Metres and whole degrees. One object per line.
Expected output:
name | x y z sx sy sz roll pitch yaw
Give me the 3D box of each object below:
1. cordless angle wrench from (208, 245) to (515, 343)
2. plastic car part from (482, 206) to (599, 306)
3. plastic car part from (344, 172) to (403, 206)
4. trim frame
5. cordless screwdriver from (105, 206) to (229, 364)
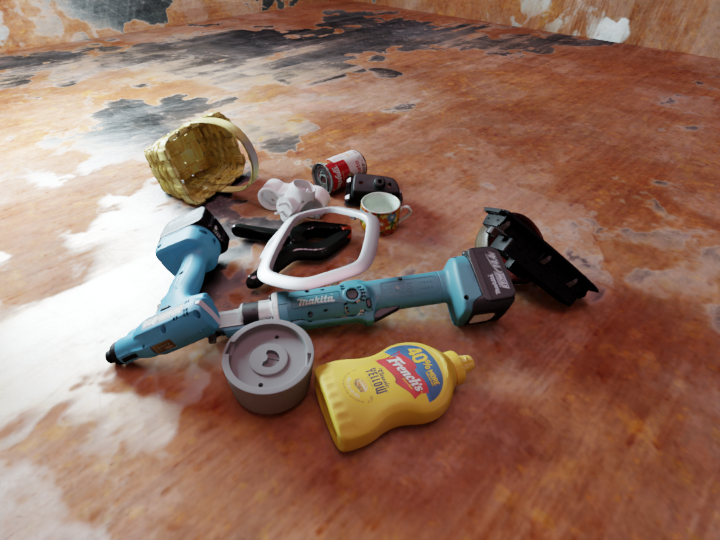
cordless angle wrench | -0.010 0.046 0.593 0.421 0.072 0.101 -8 61 -3
plastic car part | 0.256 -0.012 0.612 0.199 0.067 0.067 33 -3 -10
plastic car part | 0.028 -0.162 0.828 0.118 0.069 0.067 5 79 6
trim frame | -0.064 -0.042 0.653 0.188 0.026 0.253 -2 35 10
cordless screwdriver | -0.276 0.019 0.620 0.161 0.071 0.259 -25 40 9
